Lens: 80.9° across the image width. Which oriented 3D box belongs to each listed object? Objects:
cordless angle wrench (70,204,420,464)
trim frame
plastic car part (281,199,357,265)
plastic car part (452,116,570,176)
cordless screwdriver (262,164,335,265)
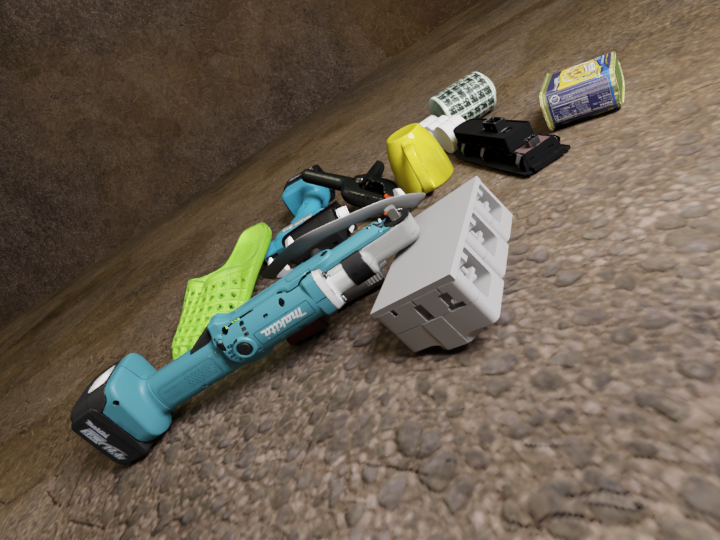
[{"bbox_3d":[-0.122,0.066,0.450,0.427,0.094,0.076,-33,23,13],"label":"cordless angle wrench"},{"bbox_3d":[-0.027,-0.038,0.513,0.179,0.028,0.252,-19,-8,-29],"label":"trim frame"},{"bbox_3d":[-0.064,-0.042,0.655,0.118,0.062,0.074,-32,38,14],"label":"plastic car part"},{"bbox_3d":[0.187,-0.182,0.596,0.066,0.065,0.210,-41,23,1],"label":"plastic car part"},{"bbox_3d":[-0.122,-0.105,0.809,0.161,0.071,0.256,-28,30,14],"label":"cordless screwdriver"}]
